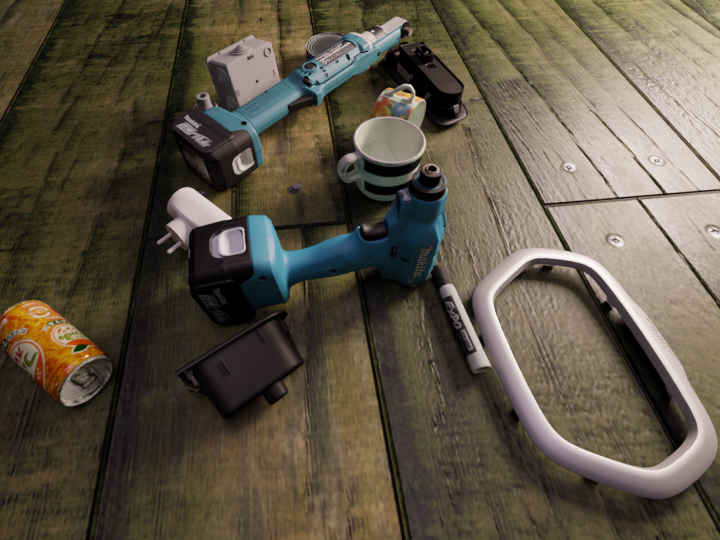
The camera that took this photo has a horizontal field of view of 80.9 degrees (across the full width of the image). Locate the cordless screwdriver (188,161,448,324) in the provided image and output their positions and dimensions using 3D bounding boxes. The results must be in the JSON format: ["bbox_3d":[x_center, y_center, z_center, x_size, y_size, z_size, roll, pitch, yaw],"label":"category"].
[{"bbox_3d":[-0.040,-0.026,0.410,0.247,0.154,0.077,-9,57,-5],"label":"cordless screwdriver"}]

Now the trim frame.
[{"bbox_3d":[0.217,0.080,0.412,0.183,0.027,0.259,-11,54,-6],"label":"trim frame"}]

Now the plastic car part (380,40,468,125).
[{"bbox_3d":[0.106,-0.305,0.662,0.065,0.066,0.212,-13,59,-19],"label":"plastic car part"}]

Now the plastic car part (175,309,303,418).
[{"bbox_3d":[-0.100,0.093,0.391,0.114,0.066,0.073,-29,76,-23],"label":"plastic car part"}]

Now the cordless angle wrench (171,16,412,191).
[{"bbox_3d":[-0.072,-0.273,0.617,0.102,0.072,0.418,37,66,22],"label":"cordless angle wrench"}]
